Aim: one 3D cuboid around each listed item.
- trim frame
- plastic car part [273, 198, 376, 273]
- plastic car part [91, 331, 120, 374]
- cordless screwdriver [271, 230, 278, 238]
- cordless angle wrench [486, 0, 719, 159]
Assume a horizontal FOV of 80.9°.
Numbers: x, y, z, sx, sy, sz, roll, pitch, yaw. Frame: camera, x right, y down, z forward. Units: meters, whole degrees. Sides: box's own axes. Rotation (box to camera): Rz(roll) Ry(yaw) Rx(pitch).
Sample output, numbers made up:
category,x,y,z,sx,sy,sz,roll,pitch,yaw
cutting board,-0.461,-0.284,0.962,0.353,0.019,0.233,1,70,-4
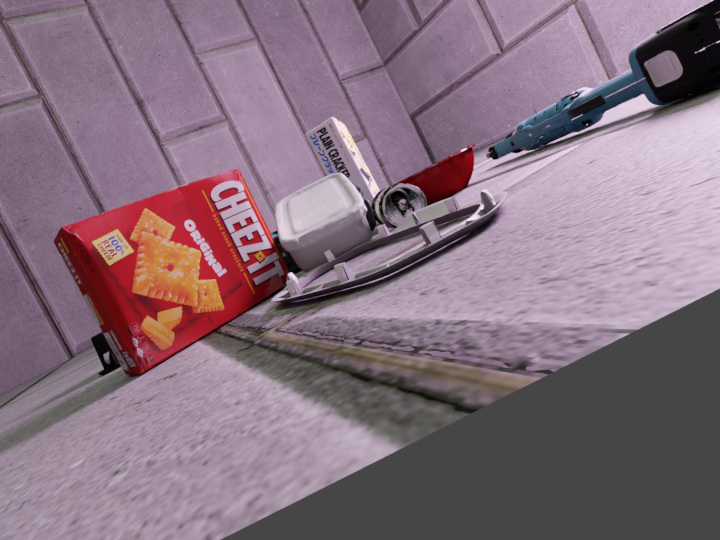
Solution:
category,x,y,z,sx,sy,sz,roll,pitch,yaw
trim frame,0.015,-0.022,0.394,0.179,0.027,0.256,-32,8,-38
plastic car part,-0.066,-0.043,0.672,0.205,0.068,0.064,-27,-20,9
plastic car part,-0.347,0.096,0.629,0.067,0.071,0.115,-26,4,17
cordless screwdriver,-0.209,0.006,0.753,0.164,0.073,0.245,-22,13,33
cordless angle wrench,0.304,-0.223,0.592,0.097,0.074,0.429,-28,6,-11
